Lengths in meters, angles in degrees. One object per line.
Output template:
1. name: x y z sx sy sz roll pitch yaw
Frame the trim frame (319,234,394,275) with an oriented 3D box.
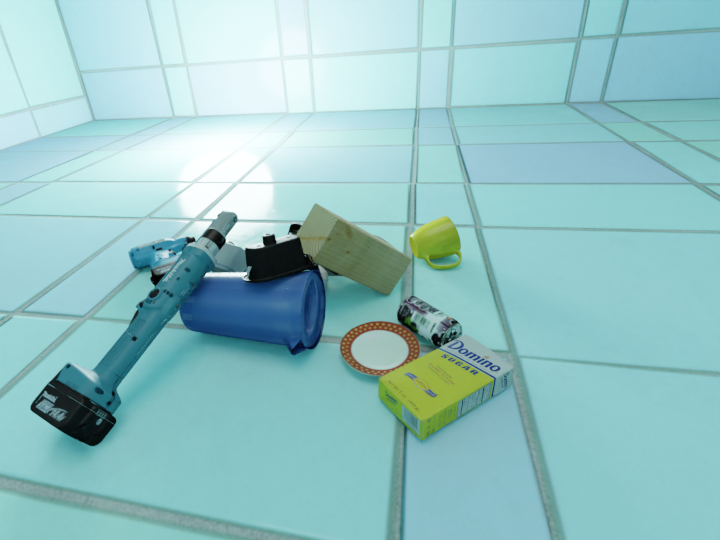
1. trim frame: -0.043 -0.042 0.993 0.251 0.027 0.187 1 30 6

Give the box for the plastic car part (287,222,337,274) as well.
1. plastic car part: -0.093 -0.061 0.955 0.064 0.065 0.215 -17 31 -41

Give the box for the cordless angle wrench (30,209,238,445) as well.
1. cordless angle wrench: -0.320 0.054 0.680 0.102 0.071 0.424 11 55 25

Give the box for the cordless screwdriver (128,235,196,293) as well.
1. cordless screwdriver: -0.421 -0.019 0.964 0.155 0.072 0.263 -23 32 -30

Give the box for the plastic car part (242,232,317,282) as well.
1. plastic car part: -0.139 -0.027 0.697 0.113 0.070 0.069 -15 18 -30
